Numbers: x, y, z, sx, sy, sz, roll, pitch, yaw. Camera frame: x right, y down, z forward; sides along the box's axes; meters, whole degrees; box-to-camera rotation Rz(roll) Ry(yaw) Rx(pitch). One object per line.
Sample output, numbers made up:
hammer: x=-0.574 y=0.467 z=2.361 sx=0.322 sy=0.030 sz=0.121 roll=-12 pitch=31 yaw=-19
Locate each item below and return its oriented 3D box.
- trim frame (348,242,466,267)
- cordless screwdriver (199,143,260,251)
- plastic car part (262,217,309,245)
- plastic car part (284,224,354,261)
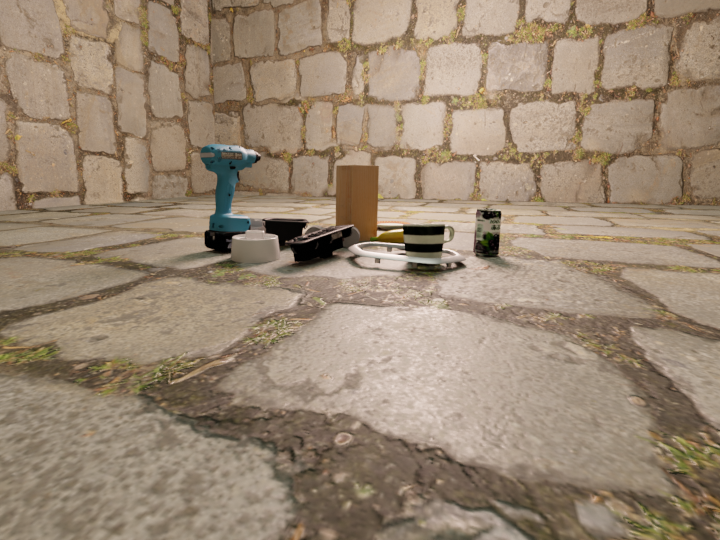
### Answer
trim frame: x=0.094 y=-0.035 z=0.900 sx=0.257 sy=0.027 sz=0.180 roll=5 pitch=14 yaw=20
cordless screwdriver: x=-0.302 y=-0.174 z=1.016 sx=0.078 sy=0.246 sz=0.153 roll=8 pitch=13 yaw=36
plastic car part: x=-0.195 y=-0.100 z=1.088 sx=0.114 sy=0.070 sz=0.068 roll=-2 pitch=11 yaw=-12
plastic car part: x=-0.090 y=-0.059 z=0.917 sx=0.069 sy=0.066 sz=0.196 roll=7 pitch=14 yaw=30
